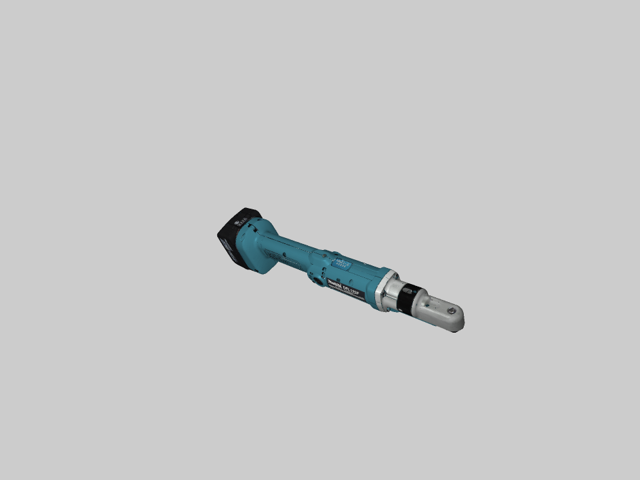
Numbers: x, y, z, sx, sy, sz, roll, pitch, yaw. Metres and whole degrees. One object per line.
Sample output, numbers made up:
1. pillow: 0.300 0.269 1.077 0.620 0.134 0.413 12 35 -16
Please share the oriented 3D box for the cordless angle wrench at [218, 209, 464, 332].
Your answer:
1. cordless angle wrench: 0.011 0.044 0.639 0.423 0.098 0.074 18 55 37
